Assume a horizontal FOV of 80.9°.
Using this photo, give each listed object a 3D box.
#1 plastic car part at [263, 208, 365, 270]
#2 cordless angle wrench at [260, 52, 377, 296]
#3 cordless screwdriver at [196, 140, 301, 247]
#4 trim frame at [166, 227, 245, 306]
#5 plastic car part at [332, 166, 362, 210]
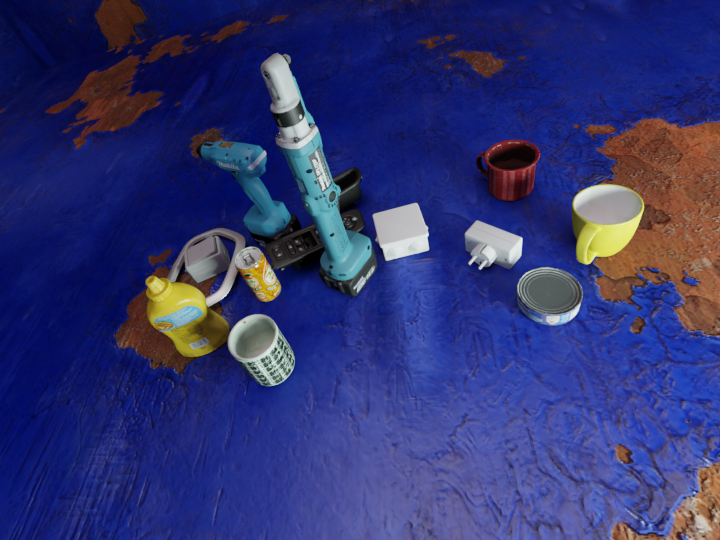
[{"bbox_3d":[-0.081,-0.053,0.827,0.202,0.064,0.070,-27,47,-4],"label":"plastic car part"},{"bbox_3d":[-0.062,-0.119,0.645,0.078,0.403,0.097,22,59,32],"label":"cordless angle wrench"},{"bbox_3d":[-0.223,-0.152,0.846,0.167,0.237,0.074,18,57,30],"label":"cordless screwdriver"},{"bbox_3d":[-0.339,-0.002,0.904,0.188,0.026,0.255,-8,49,14],"label":"trim frame"},{"bbox_3d":[-0.041,-0.160,0.901,0.116,0.067,0.069,-29,47,-6],"label":"plastic car part"}]
